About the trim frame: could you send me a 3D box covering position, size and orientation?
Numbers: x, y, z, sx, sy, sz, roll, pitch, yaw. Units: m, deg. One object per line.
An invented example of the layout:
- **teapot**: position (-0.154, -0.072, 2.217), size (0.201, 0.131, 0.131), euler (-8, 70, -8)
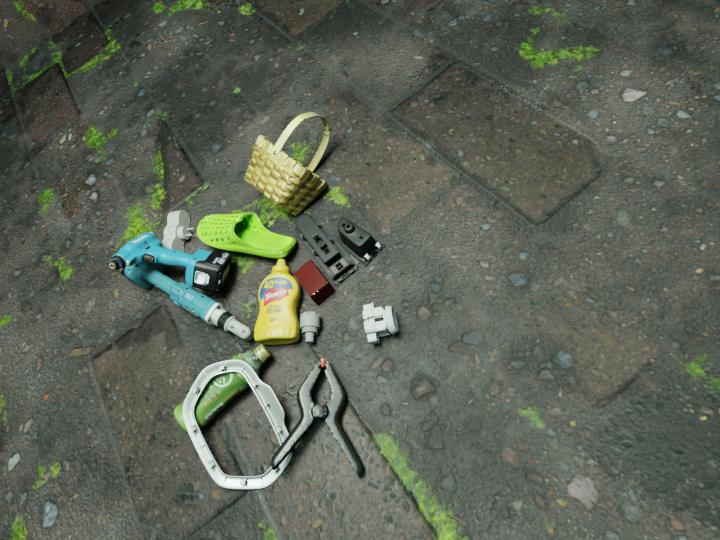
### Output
- **trim frame**: position (-0.237, 0.295, 0.811), size (0.184, 0.027, 0.254), euler (-31, 77, -3)

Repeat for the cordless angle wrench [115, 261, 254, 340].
- **cordless angle wrench**: position (-0.422, 0.060, 1.010), size (0.442, 0.094, 0.074), euler (24, 70, 25)

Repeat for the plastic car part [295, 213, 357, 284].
- **plastic car part**: position (-0.095, -0.062, 0.974), size (0.066, 0.063, 0.214), euler (-42, 56, 3)

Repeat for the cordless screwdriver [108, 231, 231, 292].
- **cordless screwdriver**: position (-0.436, -0.015, 0.979), size (0.251, 0.073, 0.160), euler (15, 24, 3)

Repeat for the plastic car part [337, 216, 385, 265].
- **plastic car part**: position (-0.013, -0.077, 0.945), size (0.122, 0.068, 0.066), euler (39, 79, 27)
